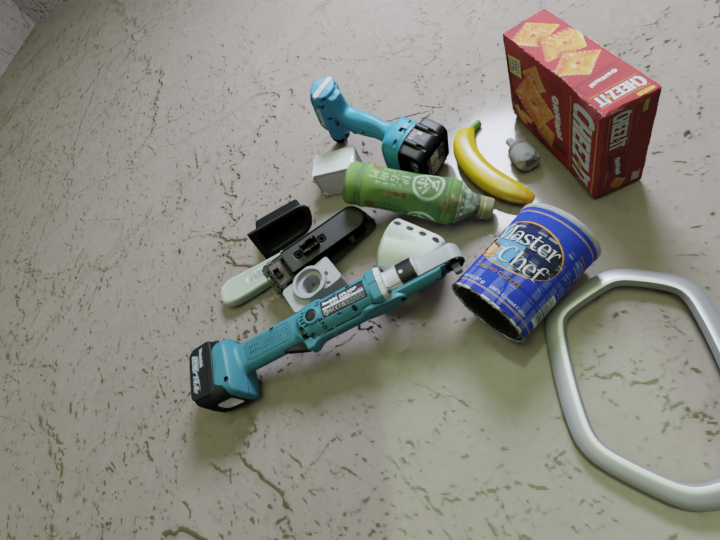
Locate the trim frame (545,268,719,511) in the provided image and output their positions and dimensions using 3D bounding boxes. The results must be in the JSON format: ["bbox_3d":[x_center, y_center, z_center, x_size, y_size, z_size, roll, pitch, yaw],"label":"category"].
[{"bbox_3d":[0.308,0.109,0.448,0.189,0.026,0.255,-12,55,20],"label":"trim frame"}]

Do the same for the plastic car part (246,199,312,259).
[{"bbox_3d":[-0.146,-0.087,0.773,0.116,0.062,0.075,-33,39,0],"label":"plastic car part"}]

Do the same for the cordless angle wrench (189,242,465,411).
[{"bbox_3d":[-0.057,0.073,0.588,0.429,0.070,0.102,-29,54,16],"label":"cordless angle wrench"}]

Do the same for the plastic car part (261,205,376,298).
[{"bbox_3d":[-0.067,-0.044,0.687,0.201,0.065,0.069,-35,67,-11],"label":"plastic car part"}]

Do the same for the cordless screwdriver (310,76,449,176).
[{"bbox_3d":[0.027,-0.233,0.741,0.259,0.153,0.074,34,82,21],"label":"cordless screwdriver"}]
